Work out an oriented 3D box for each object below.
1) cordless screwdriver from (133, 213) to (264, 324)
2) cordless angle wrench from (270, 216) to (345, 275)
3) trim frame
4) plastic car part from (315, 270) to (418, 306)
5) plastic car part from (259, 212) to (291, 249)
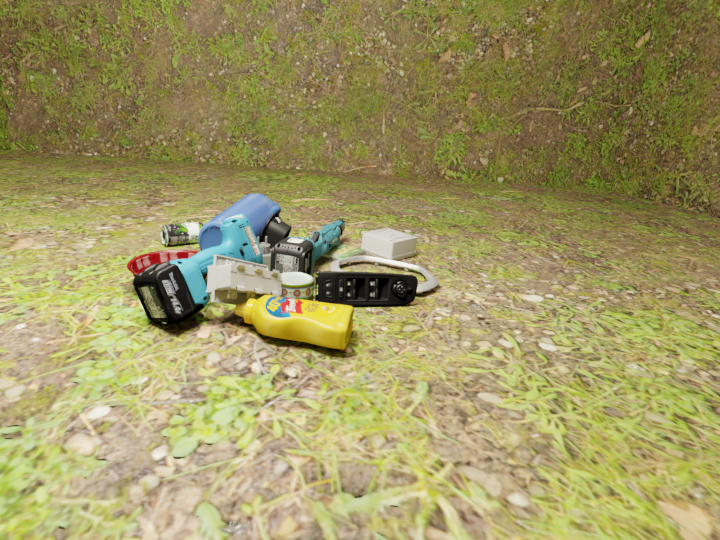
[{"bbox_3d":[-0.263,0.014,0.756,0.077,0.155,0.245,-9,23,35],"label":"cordless screwdriver"},{"bbox_3d":[-0.101,-0.066,1.030,0.076,0.096,0.419,9,19,11],"label":"cordless angle wrench"},{"bbox_3d":[0.051,0.007,0.961,0.257,0.027,0.181,12,20,18],"label":"trim frame"},{"bbox_3d":[0.011,0.037,0.828,0.201,0.067,0.067,1,-7,-6],"label":"plastic car part"},{"bbox_3d":[-0.206,-0.072,1.026,0.072,0.116,0.065,32,22,4],"label":"plastic car part"}]
